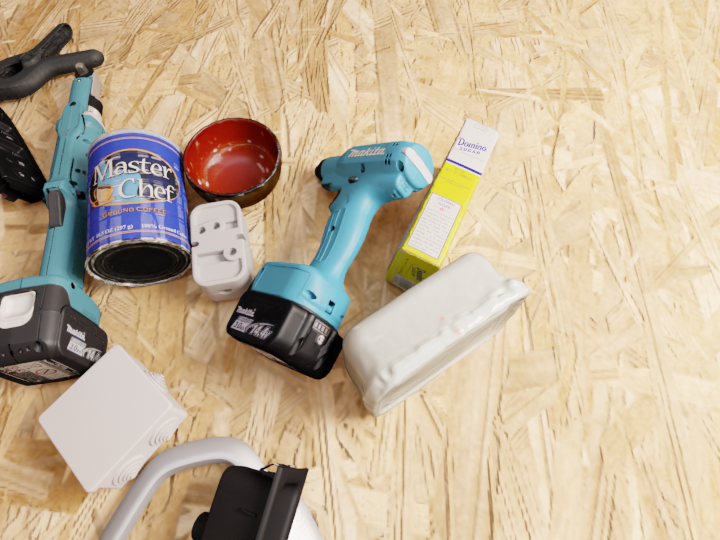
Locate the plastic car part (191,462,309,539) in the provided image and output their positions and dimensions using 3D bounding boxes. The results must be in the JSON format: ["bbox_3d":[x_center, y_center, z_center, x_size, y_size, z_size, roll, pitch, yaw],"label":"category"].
[{"bbox_3d":[-0.095,0.204,0.329,0.074,0.063,0.117,12,68,22],"label":"plastic car part"}]

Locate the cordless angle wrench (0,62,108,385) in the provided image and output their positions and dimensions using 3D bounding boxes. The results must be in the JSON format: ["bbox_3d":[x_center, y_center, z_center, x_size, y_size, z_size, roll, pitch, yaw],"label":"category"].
[{"bbox_3d":[-0.336,-0.092,0.492,0.074,0.095,0.438,-11,60,-6],"label":"cordless angle wrench"}]

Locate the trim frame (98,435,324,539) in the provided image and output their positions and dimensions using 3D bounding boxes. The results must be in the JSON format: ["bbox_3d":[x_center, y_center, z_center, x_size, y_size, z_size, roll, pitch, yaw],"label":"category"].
[{"bbox_3d":[-0.113,0.264,0.338,0.182,0.027,0.259,-32,65,-11],"label":"trim frame"}]

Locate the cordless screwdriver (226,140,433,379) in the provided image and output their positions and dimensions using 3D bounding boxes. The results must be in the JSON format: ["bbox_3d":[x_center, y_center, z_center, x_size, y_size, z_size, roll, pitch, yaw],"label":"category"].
[{"bbox_3d":[-0.043,-0.028,0.437,0.168,0.070,0.249,11,66,48],"label":"cordless screwdriver"}]

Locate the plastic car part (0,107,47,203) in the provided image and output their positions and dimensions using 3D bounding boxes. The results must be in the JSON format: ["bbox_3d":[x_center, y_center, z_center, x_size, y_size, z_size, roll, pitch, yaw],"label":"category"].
[{"bbox_3d":[-0.467,-0.154,0.541,0.067,0.063,0.211,-41,69,10],"label":"plastic car part"}]
